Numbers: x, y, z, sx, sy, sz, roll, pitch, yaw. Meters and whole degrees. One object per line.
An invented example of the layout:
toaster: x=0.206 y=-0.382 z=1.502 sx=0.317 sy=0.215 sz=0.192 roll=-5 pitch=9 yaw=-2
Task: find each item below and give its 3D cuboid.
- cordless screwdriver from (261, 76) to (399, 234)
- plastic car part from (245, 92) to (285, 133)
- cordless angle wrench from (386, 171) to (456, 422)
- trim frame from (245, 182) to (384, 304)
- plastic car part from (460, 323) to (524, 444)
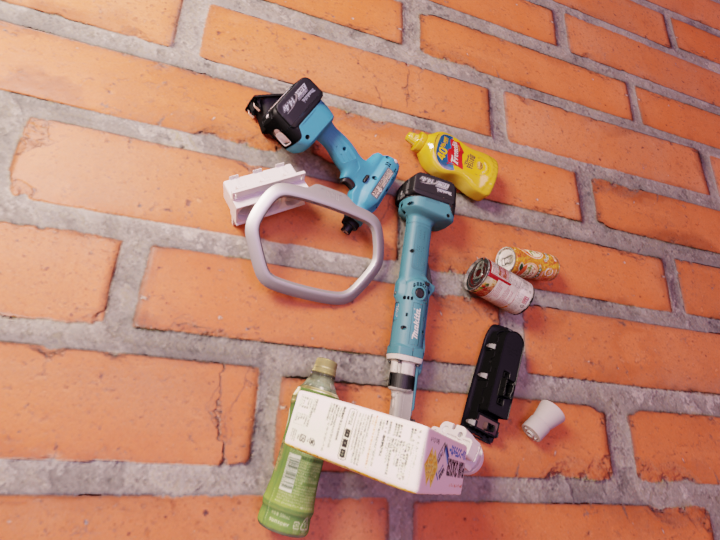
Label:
cordless screwdriver: x=-0.056 y=-0.187 z=0.713 sx=0.239 sy=0.077 sz=0.159 roll=38 pitch=74 yaw=-22
plastic car part: x=-0.136 y=-0.272 z=0.751 sx=0.113 sy=0.068 sz=0.071 roll=-11 pitch=93 yaw=-26
cordless angle wrench: x=0.089 y=0.041 z=0.712 sx=0.095 sy=0.075 sz=0.428 roll=15 pitch=71 yaw=-15
trim frame: x=-0.066 y=-0.043 z=0.676 sx=0.239 sy=0.028 sz=0.184 roll=15 pitch=88 yaw=-24
plastic car part: x=0.231 y=0.182 z=0.717 sx=0.066 sy=0.067 sz=0.204 roll=24 pitch=64 yaw=-5
